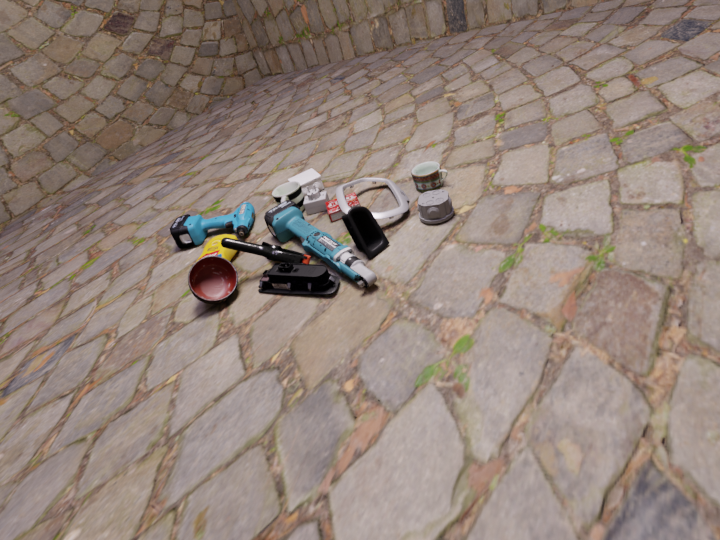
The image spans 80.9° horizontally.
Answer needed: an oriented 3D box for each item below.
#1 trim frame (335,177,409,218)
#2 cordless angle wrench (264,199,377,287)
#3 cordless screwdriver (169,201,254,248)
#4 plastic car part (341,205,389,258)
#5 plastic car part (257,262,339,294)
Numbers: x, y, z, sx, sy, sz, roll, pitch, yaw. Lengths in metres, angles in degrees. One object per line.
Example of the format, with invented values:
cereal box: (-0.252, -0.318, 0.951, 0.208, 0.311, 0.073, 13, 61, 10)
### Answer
trim frame: (0.031, -0.190, 1.101, 0.183, 0.027, 0.258, -9, 33, -5)
cordless angle wrench: (-0.098, -0.064, 0.999, 0.096, 0.071, 0.448, -34, 38, -19)
cordless screwdriver: (-0.440, -0.126, 1.263, 0.251, 0.071, 0.165, -14, 35, 5)
plastic car part: (0.000, -0.091, 0.956, 0.065, 0.114, 0.073, -36, 12, -24)
plastic car part: (-0.139, 0.013, 0.924, 0.212, 0.065, 0.066, 5, 34, 29)
